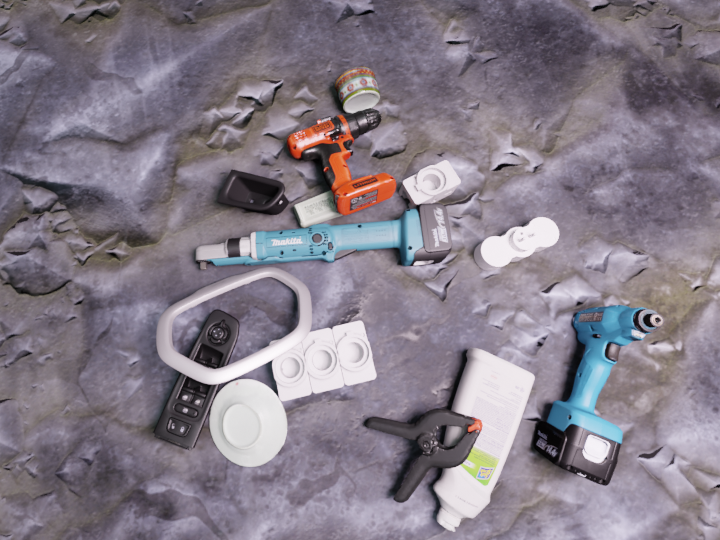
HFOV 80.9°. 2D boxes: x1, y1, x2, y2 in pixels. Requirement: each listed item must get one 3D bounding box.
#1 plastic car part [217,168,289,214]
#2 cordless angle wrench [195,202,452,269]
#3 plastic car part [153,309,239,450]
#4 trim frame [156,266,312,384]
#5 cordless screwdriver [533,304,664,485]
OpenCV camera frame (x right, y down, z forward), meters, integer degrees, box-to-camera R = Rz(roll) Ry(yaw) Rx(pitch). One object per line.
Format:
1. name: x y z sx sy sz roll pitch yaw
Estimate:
1. plastic car part: -0.175 -0.124 0.733 0.121 0.068 0.066 16 78 20
2. cordless angle wrench: -0.070 -0.046 0.714 0.424 0.073 0.099 -5 77 2
3. plastic car part: -0.239 0.164 0.660 0.068 0.064 0.205 12 72 14
4. trim frame: -0.190 0.075 0.658 0.243 0.027 0.194 -27 54 -25
5. cordless screwdriver: 0.344 0.167 0.605 0.075 0.157 0.250 22 79 1
